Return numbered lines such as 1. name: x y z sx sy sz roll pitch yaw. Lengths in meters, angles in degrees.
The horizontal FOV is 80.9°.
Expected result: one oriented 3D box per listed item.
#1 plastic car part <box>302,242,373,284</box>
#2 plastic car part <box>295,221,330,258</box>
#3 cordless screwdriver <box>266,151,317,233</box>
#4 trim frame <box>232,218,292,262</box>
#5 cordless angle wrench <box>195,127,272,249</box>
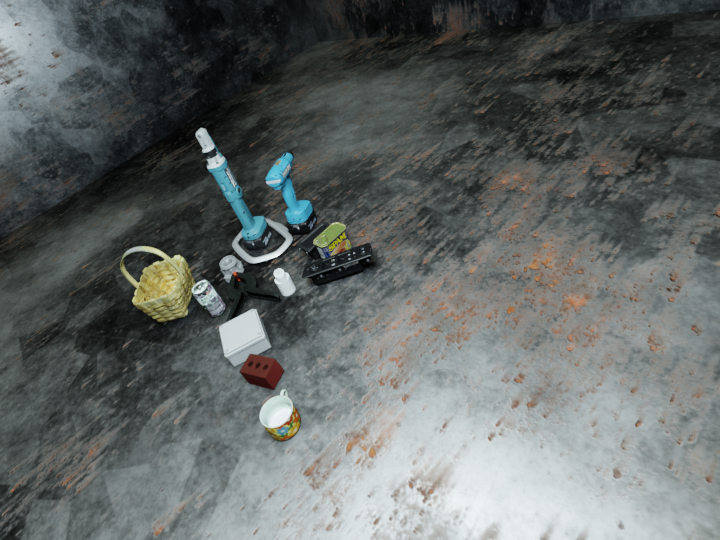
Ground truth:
1. plastic car part: -0.061 -0.012 1.154 0.205 0.064 0.068 -16 40 9
2. plastic car part: -0.123 -0.080 1.257 0.115 0.067 0.070 -42 43 -22
3. cordless screwdriver: -0.213 -0.246 1.350 0.077 0.237 0.161 -3 42 22
4. trim frame: -0.328 -0.102 1.413 0.182 0.026 0.263 -39 42 -17
5. cordless angle wrench: -0.396 -0.244 1.308 0.077 0.403 0.099 -5 41 20
